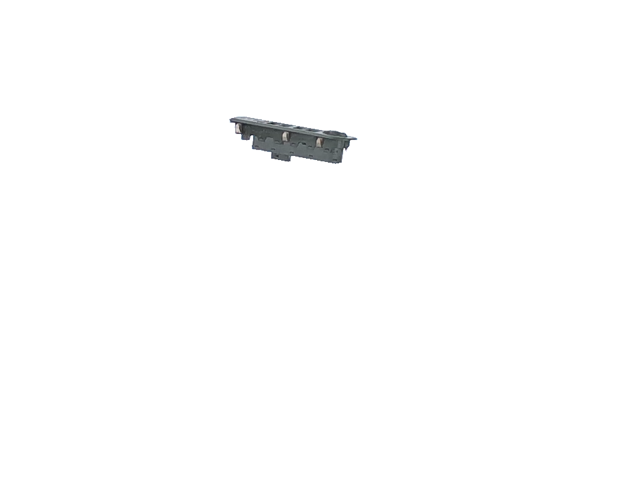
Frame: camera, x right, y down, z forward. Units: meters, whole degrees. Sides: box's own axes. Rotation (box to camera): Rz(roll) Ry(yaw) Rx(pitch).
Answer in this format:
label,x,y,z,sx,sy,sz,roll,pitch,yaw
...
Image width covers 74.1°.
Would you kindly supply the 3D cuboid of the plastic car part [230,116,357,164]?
label,x,y,z,sx,sy,sz,roll,pitch,yaw
plastic car part,-0.043,-0.159,0.682,0.203,0.067,0.066,9,12,12
